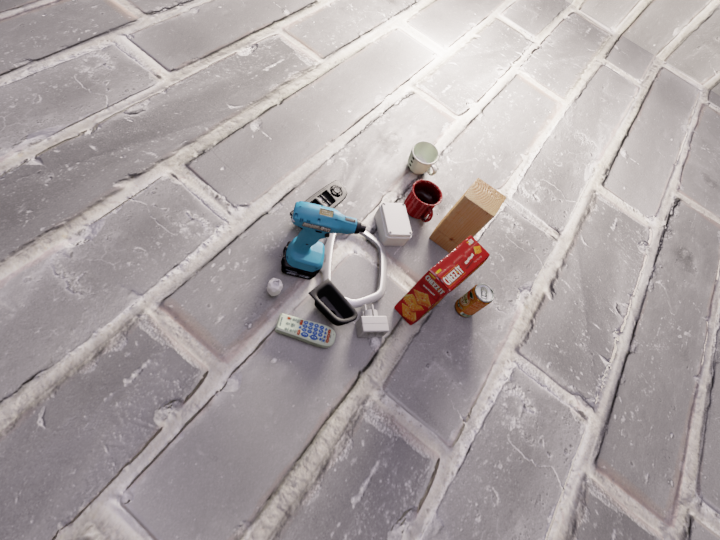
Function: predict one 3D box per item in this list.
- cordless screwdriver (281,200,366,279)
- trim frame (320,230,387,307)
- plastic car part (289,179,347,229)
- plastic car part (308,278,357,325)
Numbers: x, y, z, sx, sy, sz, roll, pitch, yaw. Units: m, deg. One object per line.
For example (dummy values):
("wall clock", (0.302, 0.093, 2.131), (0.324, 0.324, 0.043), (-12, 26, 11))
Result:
("cordless screwdriver", (-0.096, -0.063, 0.978), (0.156, 0.248, 0.076), (14, 59, -11))
("trim frame", (-0.019, -0.016, 1.102), (0.181, 0.027, 0.254), (9, 59, -10))
("plastic car part", (-0.110, -0.171, 1.145), (0.067, 0.067, 0.201), (40, 58, 7))
("plastic car part", (-0.068, 0.090, 1.002), (0.065, 0.070, 0.120), (-35, 75, -30))
